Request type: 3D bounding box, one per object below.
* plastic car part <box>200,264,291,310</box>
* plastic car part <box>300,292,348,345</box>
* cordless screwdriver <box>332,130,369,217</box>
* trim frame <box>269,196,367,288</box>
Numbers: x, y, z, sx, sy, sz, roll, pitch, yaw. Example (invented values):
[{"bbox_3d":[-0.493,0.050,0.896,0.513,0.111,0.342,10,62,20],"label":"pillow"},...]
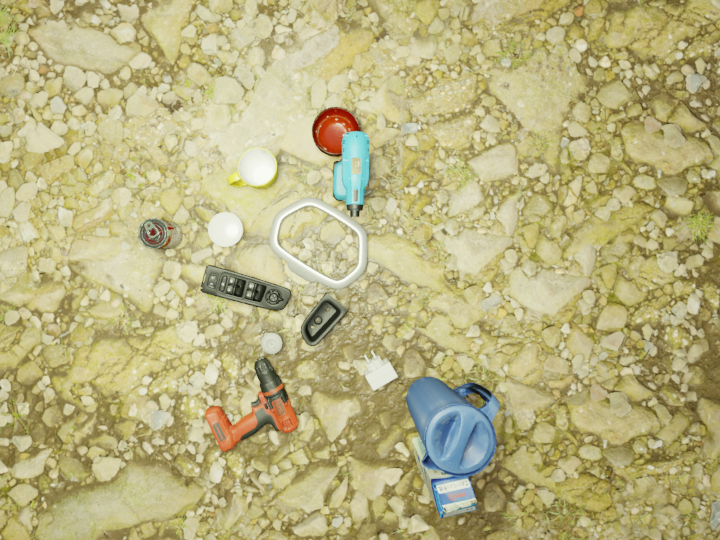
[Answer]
[{"bbox_3d":[-0.262,0.043,0.982,0.203,0.067,0.066,16,90,0],"label":"plastic car part"},{"bbox_3d":[-0.092,0.113,0.978,0.066,0.071,0.116,41,89,-2],"label":"plastic car part"},{"bbox_3d":[-0.019,-0.183,0.898,0.074,0.250,0.159,1,91,-5],"label":"cordless screwdriver"},{"bbox_3d":[-0.098,-0.064,1.005,0.249,0.027,0.184,31,89,1],"label":"trim frame"}]
